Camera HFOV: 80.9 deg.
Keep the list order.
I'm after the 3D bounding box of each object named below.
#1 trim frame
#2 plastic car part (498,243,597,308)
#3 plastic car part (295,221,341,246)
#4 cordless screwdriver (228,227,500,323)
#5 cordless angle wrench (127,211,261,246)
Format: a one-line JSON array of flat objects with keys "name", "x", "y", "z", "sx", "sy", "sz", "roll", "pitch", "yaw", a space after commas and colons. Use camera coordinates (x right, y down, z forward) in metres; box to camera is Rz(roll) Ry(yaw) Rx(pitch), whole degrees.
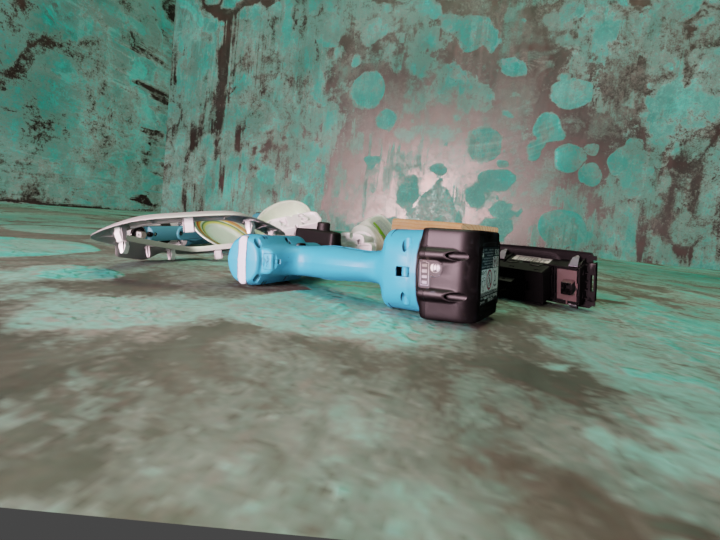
[{"name": "trim frame", "x": -0.190, "y": -0.035, "z": 0.498, "sx": 0.187, "sy": 0.028, "sz": 0.244, "roll": -7, "pitch": -2, "yaw": 7}, {"name": "plastic car part", "x": 0.170, "y": 0.006, "z": 0.527, "sx": 0.065, "sy": 0.064, "sz": 0.214, "roll": -30, "pitch": 28, "yaw": -34}, {"name": "plastic car part", "x": -0.067, "y": -0.044, "z": 0.687, "sx": 0.063, "sy": 0.071, "sz": 0.123, "roll": -1, "pitch": 6, "yaw": -43}, {"name": "cordless screwdriver", "x": 0.007, "y": -0.007, "z": 0.432, "sx": 0.260, "sy": 0.074, "sz": 0.153, "roll": 5, "pitch": 5, "yaw": 28}, {"name": "cordless angle wrench", "x": -0.281, "y": -0.079, "z": 0.837, "sx": 0.102, "sy": 0.074, "sz": 0.408, "roll": 7, "pitch": 9, "yaw": 24}]
